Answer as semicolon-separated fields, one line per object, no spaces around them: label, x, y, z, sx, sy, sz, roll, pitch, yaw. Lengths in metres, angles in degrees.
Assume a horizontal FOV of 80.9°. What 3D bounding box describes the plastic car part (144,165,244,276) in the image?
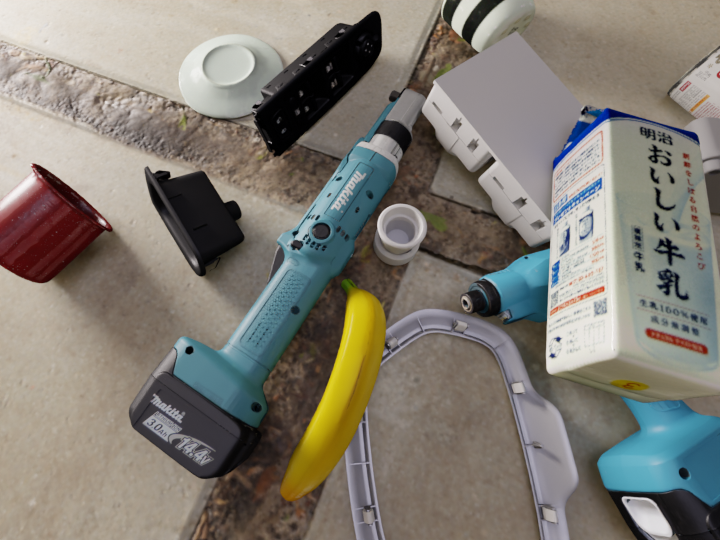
plastic car part;-0.160;-0.055;0.429;0.069;0.065;0.120;-32;75;-26

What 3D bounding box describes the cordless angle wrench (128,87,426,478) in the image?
cordless angle wrench;-0.040;-0.026;0.406;0.100;0.073;0.423;28;70;10

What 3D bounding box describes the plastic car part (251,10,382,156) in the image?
plastic car part;-0.051;-0.223;0.489;0.202;0.063;0.071;-45;51;-13

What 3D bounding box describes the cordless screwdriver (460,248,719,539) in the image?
cordless screwdriver;0.196;0.097;0.336;0.156;0.073;0.257;-15;66;-16

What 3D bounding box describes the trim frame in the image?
trim frame;0.080;0.154;0.354;0.184;0.027;0.255;-6;67;-1
